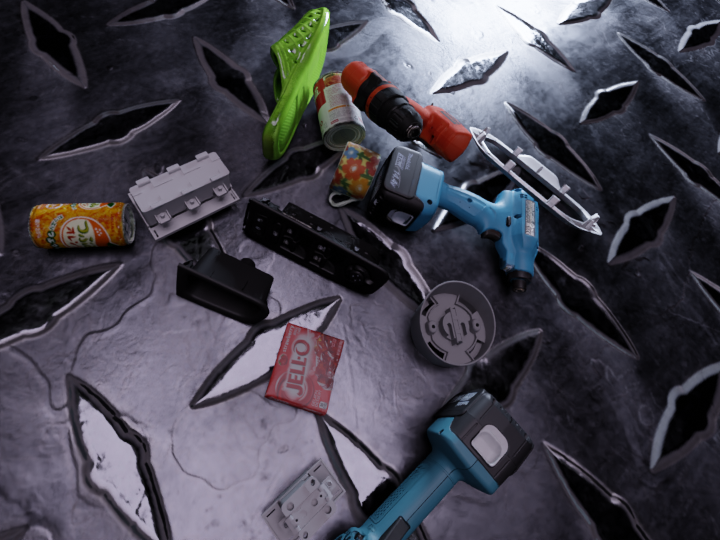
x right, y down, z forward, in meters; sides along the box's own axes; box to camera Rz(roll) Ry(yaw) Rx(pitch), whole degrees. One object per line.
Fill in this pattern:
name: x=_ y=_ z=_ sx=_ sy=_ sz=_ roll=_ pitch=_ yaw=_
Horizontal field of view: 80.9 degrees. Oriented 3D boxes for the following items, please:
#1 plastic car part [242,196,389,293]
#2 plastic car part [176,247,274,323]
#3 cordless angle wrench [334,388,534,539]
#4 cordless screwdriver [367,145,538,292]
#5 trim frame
plastic car part: x=-0.055 y=-0.036 z=0.563 sx=0.206 sy=0.066 sz=0.067 roll=30 pitch=38 yaw=6
plastic car part: x=-0.159 y=0.012 z=0.523 sx=0.116 sy=0.065 sz=0.072 roll=21 pitch=49 yaw=-4
cordless angle wrench: x=-0.005 y=0.285 z=0.405 sx=0.418 sy=0.097 sz=0.076 roll=-38 pitch=79 yaw=-19
cordless screwdriver: x=0.136 y=-0.071 z=0.602 sx=0.246 sy=0.074 sz=0.162 roll=16 pitch=64 yaw=-6
trim frame: x=0.266 y=-0.143 z=0.644 sx=0.255 sy=0.027 sz=0.179 roll=42 pitch=32 yaw=12
